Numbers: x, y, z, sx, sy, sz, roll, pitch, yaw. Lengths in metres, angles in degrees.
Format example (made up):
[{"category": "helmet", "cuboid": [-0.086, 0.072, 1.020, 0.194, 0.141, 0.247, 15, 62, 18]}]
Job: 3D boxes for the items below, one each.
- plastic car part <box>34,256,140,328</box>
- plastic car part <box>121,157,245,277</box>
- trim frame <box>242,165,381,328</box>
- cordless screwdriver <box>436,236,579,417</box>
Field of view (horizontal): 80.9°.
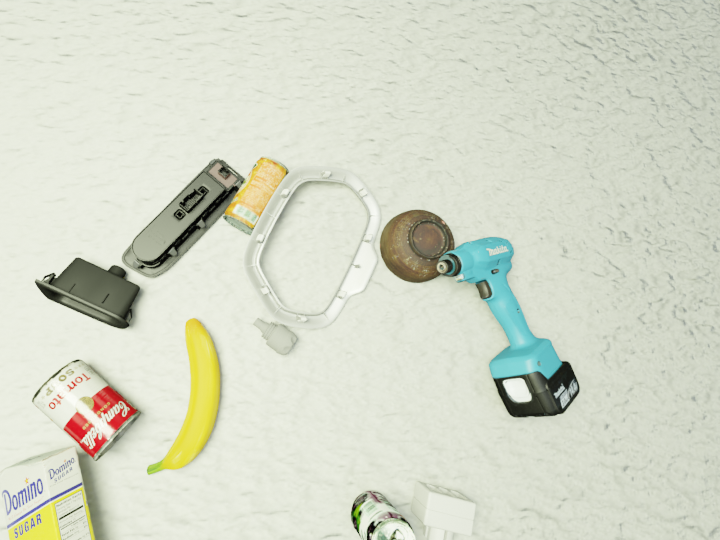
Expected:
[{"category": "plastic car part", "cuboid": [-0.340, 0.023, 0.549, 0.115, 0.066, 0.072, 23, 61, -9]}, {"category": "plastic car part", "cuboid": [-0.243, -0.075, 0.585, 0.065, 0.068, 0.202, 41, 76, -11]}, {"category": "trim frame", "cuboid": [-0.059, -0.039, 0.606, 0.178, 0.028, 0.249, 31, 71, -19]}, {"category": "cordless screwdriver", "cuboid": [0.195, 0.076, 0.587, 0.153, 0.076, 0.253, -11, 76, -41]}]
